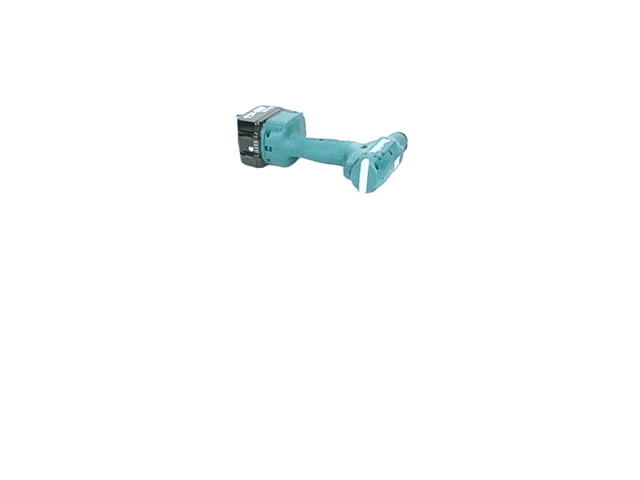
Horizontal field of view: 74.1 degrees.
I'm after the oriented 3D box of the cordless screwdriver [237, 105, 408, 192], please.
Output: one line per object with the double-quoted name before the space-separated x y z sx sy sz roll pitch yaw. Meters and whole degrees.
"cordless screwdriver" 0.006 -0.152 0.656 0.250 0.074 0.158 18 38 21
